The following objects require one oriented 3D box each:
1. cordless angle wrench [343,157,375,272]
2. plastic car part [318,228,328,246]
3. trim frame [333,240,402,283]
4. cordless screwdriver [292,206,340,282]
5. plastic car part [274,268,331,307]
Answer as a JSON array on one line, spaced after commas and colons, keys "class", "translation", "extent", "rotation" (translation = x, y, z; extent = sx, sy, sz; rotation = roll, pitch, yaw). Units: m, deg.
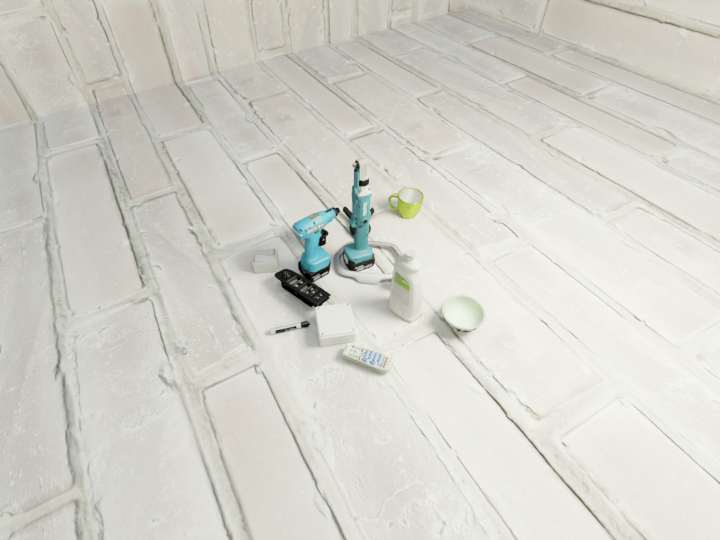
[{"class": "cordless angle wrench", "translation": [0.000, -0.163, 1.291], "extent": [0.096, 0.409, 0.078], "rotation": [-17, 50, -17]}, {"class": "plastic car part", "translation": [-0.165, -0.122, 1.494], "extent": [0.122, 0.068, 0.065], "rotation": [34, 56, 29]}, {"class": "trim frame", "translation": [0.032, -0.032, 1.429], "extent": [0.252, 0.026, 0.188], "rotation": [4, 48, 7]}, {"class": "cordless screwdriver", "translation": [-0.131, -0.086, 1.342], "extent": [0.156, 0.240, 0.078], "rotation": [-30, 55, -25]}, {"class": "plastic car part", "translation": [-0.186, 0.059, 1.332], "extent": [0.213, 0.065, 0.065], "rotation": [32, 55, 28]}]
